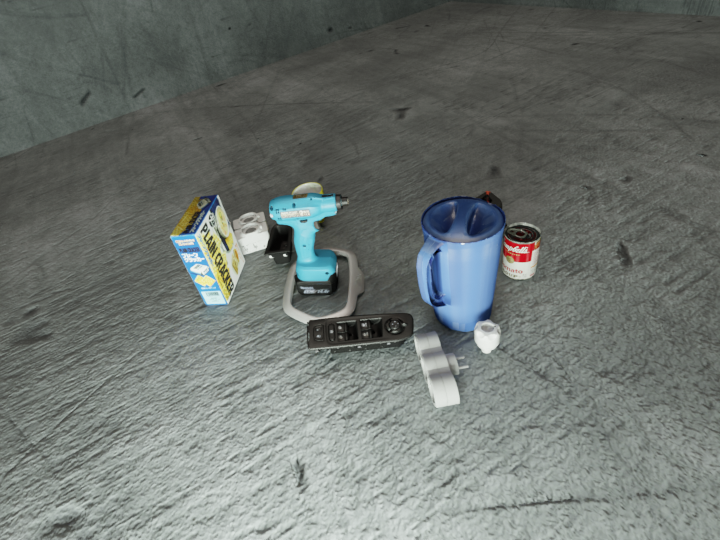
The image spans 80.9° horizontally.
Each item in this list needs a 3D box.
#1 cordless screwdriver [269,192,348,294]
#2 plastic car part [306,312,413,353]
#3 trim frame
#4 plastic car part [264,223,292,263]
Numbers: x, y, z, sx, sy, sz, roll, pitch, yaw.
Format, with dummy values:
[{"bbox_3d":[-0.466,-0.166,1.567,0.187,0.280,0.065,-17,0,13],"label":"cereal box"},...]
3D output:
[{"bbox_3d":[-0.089,-0.058,0.909,0.162,0.239,0.076,-4,39,10],"label":"cordless screwdriver"},{"bbox_3d":[0.002,0.126,0.805,0.205,0.064,0.068,-9,39,6],"label":"plastic car part"},{"bbox_3d":[-0.084,0.031,0.970,0.187,0.026,0.255,-7,40,8],"label":"trim frame"},{"bbox_3d":[-0.198,-0.061,1.078,0.067,0.068,0.120,-7,40,7],"label":"plastic car part"}]
